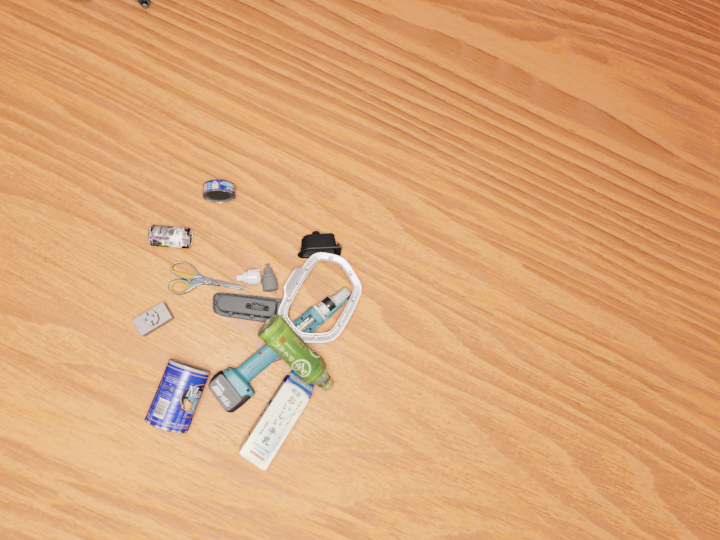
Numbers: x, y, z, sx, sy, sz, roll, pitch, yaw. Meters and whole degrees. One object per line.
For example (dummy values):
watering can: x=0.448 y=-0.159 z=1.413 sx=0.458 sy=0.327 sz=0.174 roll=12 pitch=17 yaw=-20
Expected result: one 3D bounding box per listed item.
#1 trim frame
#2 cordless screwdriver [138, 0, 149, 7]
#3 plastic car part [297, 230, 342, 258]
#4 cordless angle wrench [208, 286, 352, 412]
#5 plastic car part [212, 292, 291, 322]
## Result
trim frame: x=-0.103 y=0.066 z=1.077 sx=0.185 sy=0.027 sz=0.249 roll=29 pitch=70 yaw=3
cordless screwdriver: x=-0.753 y=-0.847 z=1.253 sx=0.244 sy=0.074 sz=0.162 roll=-10 pitch=78 yaw=-14
plastic car part: x=-0.112 y=-0.074 z=1.150 sx=0.116 sy=0.065 sz=0.073 roll=1 pitch=62 yaw=-5
cordless angle wrench: x=-0.186 y=0.178 z=1.068 sx=0.418 sy=0.074 sz=0.099 roll=-40 pitch=86 yaw=-17
plastic car part: x=-0.281 y=0.095 z=1.081 sx=0.202 sy=0.067 sz=0.067 roll=8 pitch=83 yaw=-3
